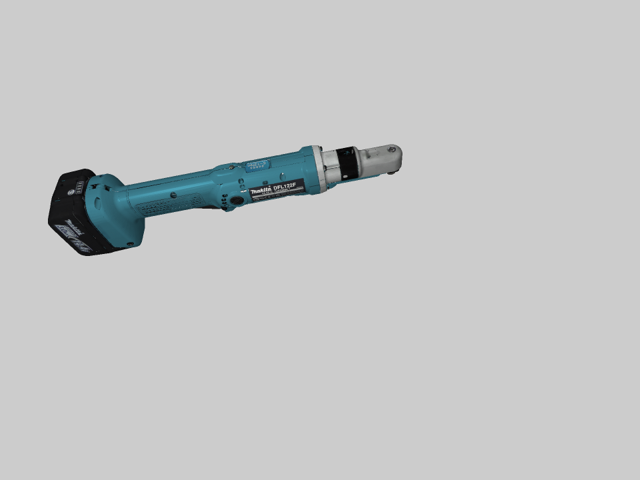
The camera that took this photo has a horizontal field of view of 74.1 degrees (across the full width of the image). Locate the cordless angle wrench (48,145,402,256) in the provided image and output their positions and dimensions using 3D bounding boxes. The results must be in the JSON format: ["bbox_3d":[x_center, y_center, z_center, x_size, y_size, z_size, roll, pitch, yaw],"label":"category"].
[{"bbox_3d":[-0.106,-0.067,0.529,0.423,0.074,0.098,-11,-35,0],"label":"cordless angle wrench"}]
